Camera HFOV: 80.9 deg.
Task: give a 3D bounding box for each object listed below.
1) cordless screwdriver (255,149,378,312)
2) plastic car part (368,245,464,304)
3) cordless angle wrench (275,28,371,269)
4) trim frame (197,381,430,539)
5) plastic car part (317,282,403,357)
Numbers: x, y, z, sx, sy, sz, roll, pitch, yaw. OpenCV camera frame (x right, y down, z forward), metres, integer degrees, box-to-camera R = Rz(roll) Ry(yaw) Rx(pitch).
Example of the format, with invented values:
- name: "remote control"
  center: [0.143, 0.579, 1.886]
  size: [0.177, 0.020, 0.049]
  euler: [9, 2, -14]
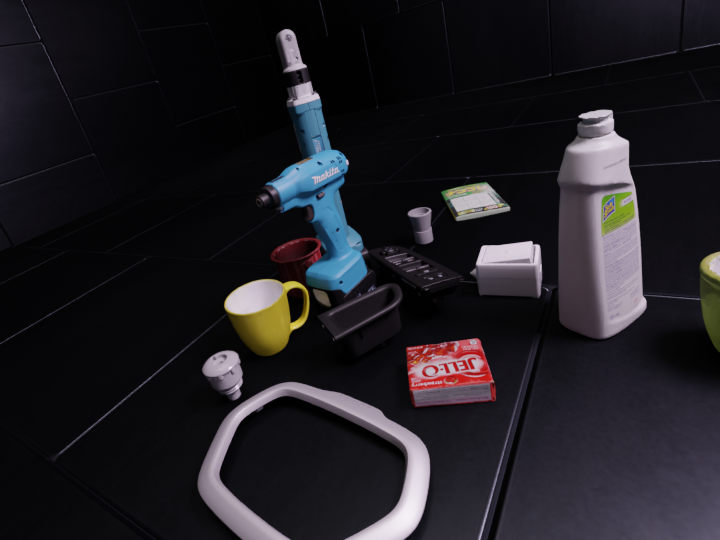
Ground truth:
- name: "cordless screwdriver"
  center: [-0.062, -0.040, 0.633]
  size: [0.078, 0.241, 0.156]
  euler: [9, 33, 42]
- name: "plastic car part"
  center: [0.078, 0.006, 0.663]
  size: [0.065, 0.065, 0.213]
  euler: [-22, 27, -14]
- name: "cordless angle wrench"
  center: [-0.071, -0.183, 0.722]
  size: [0.073, 0.410, 0.102]
  euler: [-20, 24, -14]
- name: "trim frame"
  center: [-0.053, 0.189, 0.426]
  size: [0.261, 0.026, 0.181]
  euler: [7, 35, 38]
- name: "plastic car part"
  center: [0.012, 0.074, 0.565]
  size: [0.115, 0.069, 0.069]
  euler: [-23, 26, -15]
